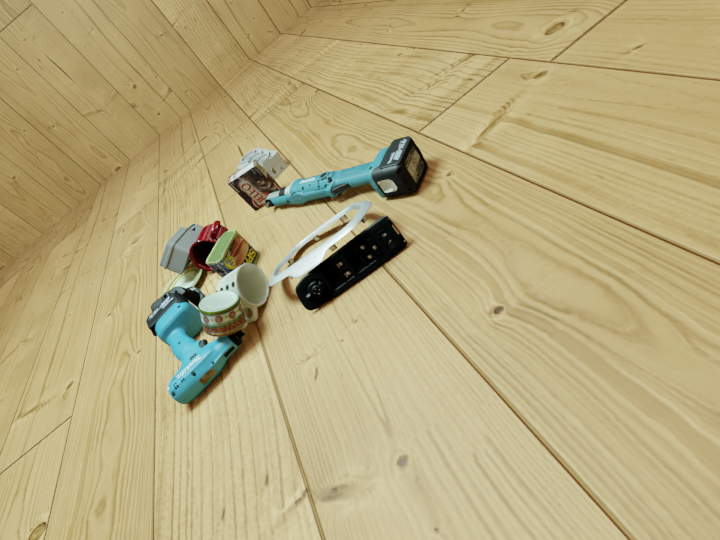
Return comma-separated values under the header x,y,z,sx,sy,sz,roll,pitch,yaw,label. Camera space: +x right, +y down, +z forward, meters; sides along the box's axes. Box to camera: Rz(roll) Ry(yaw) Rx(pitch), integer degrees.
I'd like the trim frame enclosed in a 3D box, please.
x,y,z,sx,sy,sz,roll,pitch,yaw,label
-0.075,-0.049,0.770,0.253,0.027,0.185,-31,19,25,trim frame

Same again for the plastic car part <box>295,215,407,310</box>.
x,y,z,sx,sy,sz,roll,pitch,yaw,label
-0.026,-0.015,0.714,0.203,0.063,0.070,-38,26,3,plastic car part

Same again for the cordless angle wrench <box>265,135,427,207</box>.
x,y,z,sx,sy,sz,roll,pitch,yaw,label
-0.065,-0.187,0.918,0.443,0.070,0.098,-3,50,42,cordless angle wrench

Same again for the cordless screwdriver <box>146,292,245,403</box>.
x,y,z,sx,sy,sz,roll,pitch,yaw,label
-0.324,0.123,0.826,0.159,0.070,0.263,-46,41,-8,cordless screwdriver

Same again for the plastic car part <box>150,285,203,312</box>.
x,y,z,sx,sy,sz,roll,pitch,yaw,label
-0.420,0.072,0.947,0.117,0.068,0.069,-41,64,3,plastic car part
